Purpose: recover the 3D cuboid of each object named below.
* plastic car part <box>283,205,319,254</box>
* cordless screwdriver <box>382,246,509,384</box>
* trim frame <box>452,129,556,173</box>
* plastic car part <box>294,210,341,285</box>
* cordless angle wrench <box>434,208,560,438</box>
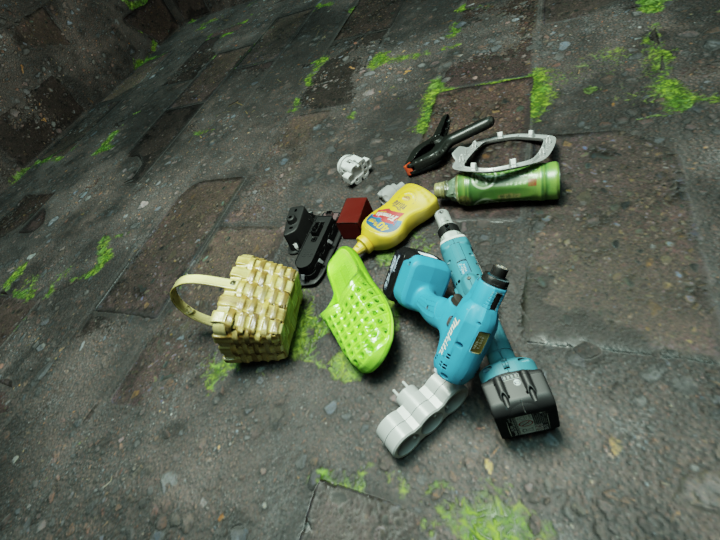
[{"bbox_3d":[-0.143,-0.102,0.960,0.068,0.067,0.119,-8,46,21],"label":"plastic car part"},{"bbox_3d":[0.119,0.028,0.619,0.258,0.072,0.158,-121,49,-65],"label":"cordless screwdriver"},{"bbox_3d":[0.282,-0.241,0.846,0.193,0.026,0.245,4,34,33],"label":"trim frame"},{"bbox_3d":[-0.088,-0.058,0.903,0.069,0.064,0.205,6,57,21],"label":"plastic car part"},{"bbox_3d":[0.180,0.036,0.670,0.075,0.093,0.438,-21,42,11],"label":"cordless angle wrench"}]
